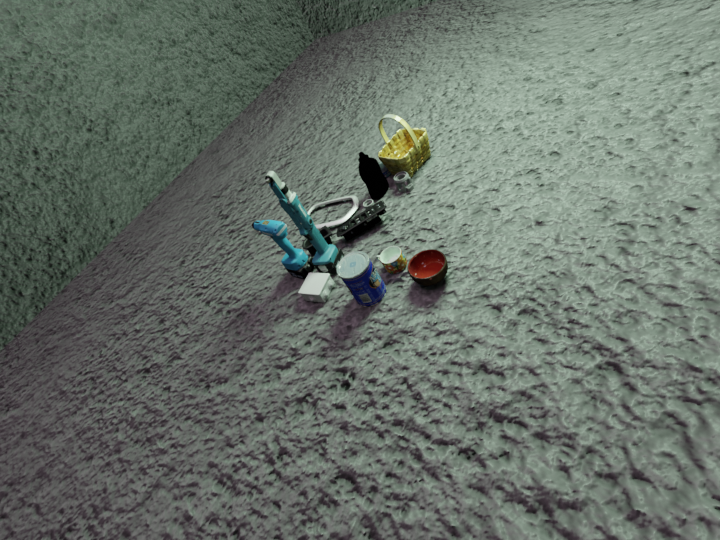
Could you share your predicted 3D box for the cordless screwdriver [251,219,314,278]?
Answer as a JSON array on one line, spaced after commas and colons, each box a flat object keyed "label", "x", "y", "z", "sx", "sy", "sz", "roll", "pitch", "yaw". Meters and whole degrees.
[{"label": "cordless screwdriver", "x": -0.271, "y": -0.082, "z": 1.471, "sx": 0.168, "sy": 0.236, "sz": 0.074, "roll": 13, "pitch": 56, "yaw": 42}]

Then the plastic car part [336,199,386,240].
[{"label": "plastic car part", "x": 0.007, "y": -0.170, "z": 1.504, "sx": 0.204, "sy": 0.064, "sz": 0.069, "roll": -28, "pitch": 39, "yaw": 8}]

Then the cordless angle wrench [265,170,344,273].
[{"label": "cordless angle wrench", "x": -0.180, "y": -0.151, "z": 1.347, "sx": 0.077, "sy": 0.402, "sz": 0.099, "roll": -5, "pitch": 46, "yaw": 31}]

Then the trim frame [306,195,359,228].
[{"label": "trim frame", "x": -0.119, "y": -0.232, "z": 1.683, "sx": 0.257, "sy": 0.026, "sz": 0.188, "roll": -11, "pitch": 45, "yaw": 25}]

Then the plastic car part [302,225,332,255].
[{"label": "plastic car part", "x": -0.150, "y": -0.098, "z": 1.538, "sx": 0.116, "sy": 0.067, "sz": 0.069, "roll": -36, "pitch": 39, "yaw": -2}]
